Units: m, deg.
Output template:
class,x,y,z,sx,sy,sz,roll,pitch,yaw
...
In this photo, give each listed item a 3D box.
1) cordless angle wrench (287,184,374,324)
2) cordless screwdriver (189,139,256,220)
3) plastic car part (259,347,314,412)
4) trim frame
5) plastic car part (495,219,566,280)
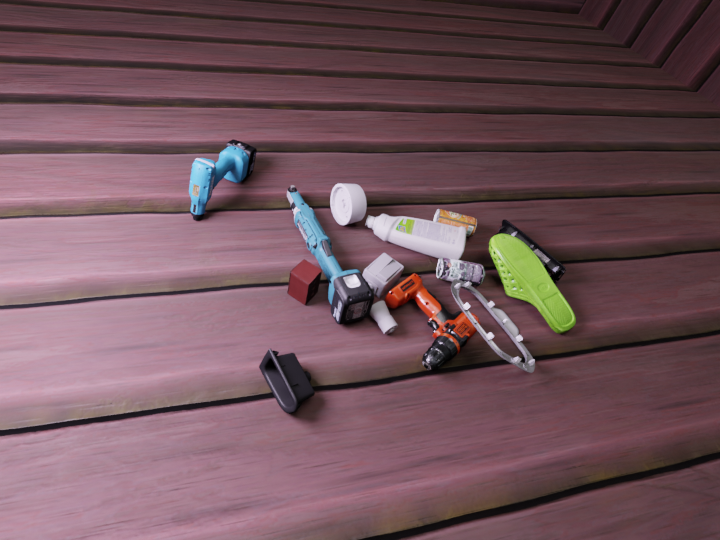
class,x,y,z,sx,sy,sz,roll,pitch,yaw
cordless angle wrench,-0.099,-0.065,1.012,0.072,0.096,0.445,-12,48,-23
cordless screwdriver,-0.362,-0.239,1.097,0.075,0.157,0.250,23,33,1
plastic car part,-0.129,0.202,0.787,0.068,0.066,0.122,-14,55,-42
trim frame,0.286,0.111,0.919,0.174,0.028,0.261,11,36,-48
plastic car part,0.432,-0.048,1.112,0.067,0.063,0.213,-32,60,-4
